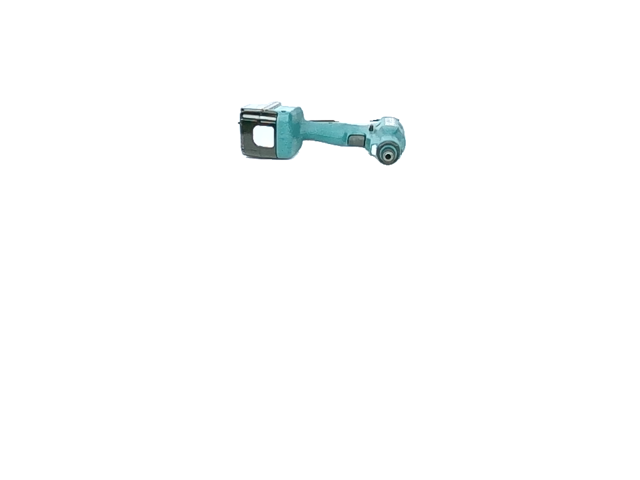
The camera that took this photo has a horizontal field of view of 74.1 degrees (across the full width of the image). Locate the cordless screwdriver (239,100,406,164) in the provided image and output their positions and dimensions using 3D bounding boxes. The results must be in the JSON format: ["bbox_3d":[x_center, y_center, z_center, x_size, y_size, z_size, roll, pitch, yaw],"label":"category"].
[{"bbox_3d":[0.002,-0.156,0.635,0.249,0.074,0.158,6,27,7],"label":"cordless screwdriver"}]
